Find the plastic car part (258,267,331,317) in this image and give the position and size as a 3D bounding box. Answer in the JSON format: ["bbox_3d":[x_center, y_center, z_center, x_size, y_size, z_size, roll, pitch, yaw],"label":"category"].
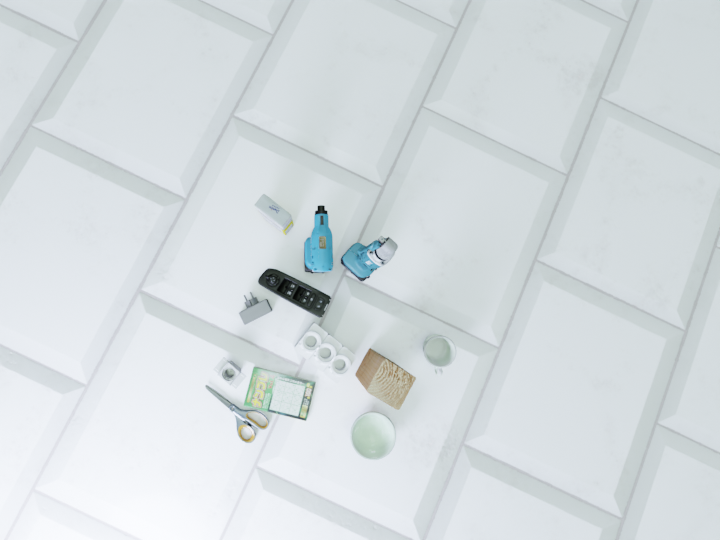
[{"bbox_3d":[-0.184,0.057,1.171,0.203,0.067,0.066,27,83,-1],"label":"plastic car part"}]

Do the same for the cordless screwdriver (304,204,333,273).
[{"bbox_3d":[-0.108,-0.070,1.100,0.073,0.250,0.160,-1,86,-9],"label":"cordless screwdriver"}]

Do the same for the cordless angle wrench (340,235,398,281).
[{"bbox_3d":[0.026,-0.034,1.016,0.098,0.425,0.074,43,81,-4],"label":"cordless angle wrench"}]
